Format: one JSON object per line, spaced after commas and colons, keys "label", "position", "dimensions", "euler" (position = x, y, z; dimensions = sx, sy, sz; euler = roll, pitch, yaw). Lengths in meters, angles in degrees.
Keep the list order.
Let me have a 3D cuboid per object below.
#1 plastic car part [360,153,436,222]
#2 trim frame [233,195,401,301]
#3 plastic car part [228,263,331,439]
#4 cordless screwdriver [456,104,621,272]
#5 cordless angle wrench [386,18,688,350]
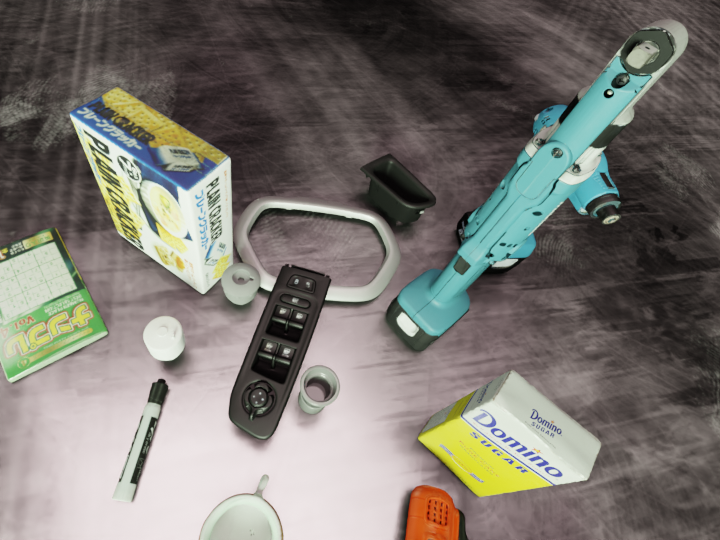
{"label": "plastic car part", "position": [0.054, -0.117, 0.664], "dimensions": [0.064, 0.070, 0.121], "euler": [-31, 68, -28]}
{"label": "trim frame", "position": [-0.061, -0.040, 0.619], "dimensions": [0.245, 0.027, 0.189], "euler": [5, 57, -7]}
{"label": "plastic car part", "position": [-0.097, 0.093, 0.503], "dimensions": [0.066, 0.066, 0.205], "euler": [18, 56, -2]}
{"label": "cordless screwdriver", "position": [0.225, -0.072, 0.561], "dimensions": [0.073, 0.246, 0.164], "euler": [0, 59, -15]}
{"label": "cordless angle wrench", "position": [0.133, -0.038, 0.419], "dimensions": [0.096, 0.418, 0.077], "euler": [-33, 73, -29]}
